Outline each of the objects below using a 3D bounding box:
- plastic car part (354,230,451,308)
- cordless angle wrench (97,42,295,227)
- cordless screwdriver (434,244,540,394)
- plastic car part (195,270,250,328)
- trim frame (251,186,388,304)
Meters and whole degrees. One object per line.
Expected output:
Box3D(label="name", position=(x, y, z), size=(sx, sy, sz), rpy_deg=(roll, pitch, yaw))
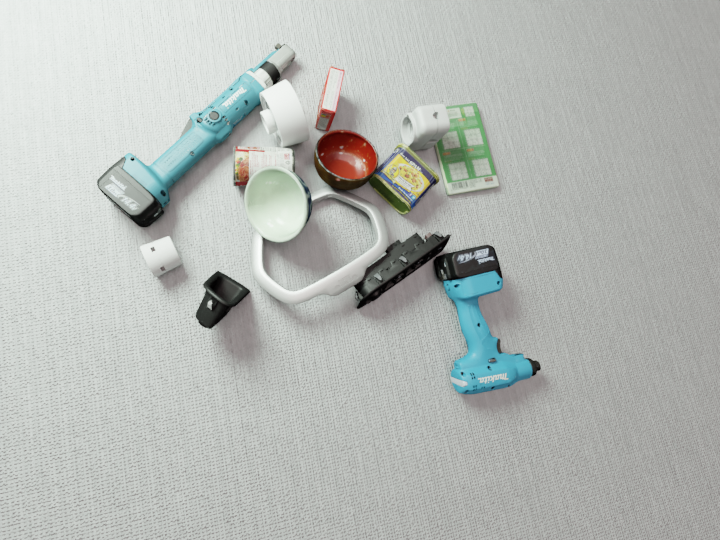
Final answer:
Box3D(label="plastic car part", position=(0.063, -0.010, 0.739), size=(0.201, 0.065, 0.068), rpy_deg=(-39, 81, -14))
Box3D(label="cordless angle wrench", position=(-0.254, -0.254, 0.730), size=(0.098, 0.075, 0.421), rpy_deg=(40, 73, -3))
Box3D(label="cordless screwdriver", position=(0.224, 0.081, 0.744), size=(0.156, 0.075, 0.250), rpy_deg=(-7, 85, -12))
Box3D(label="plastic car part", position=(-0.225, 0.053, 0.658), size=(0.065, 0.118, 0.071), rpy_deg=(31, 99, -7))
Box3D(label="trim frame", position=(-0.071, -0.046, 0.721), size=(0.245, 0.027, 0.190), rpy_deg=(-31, 70, -16))
